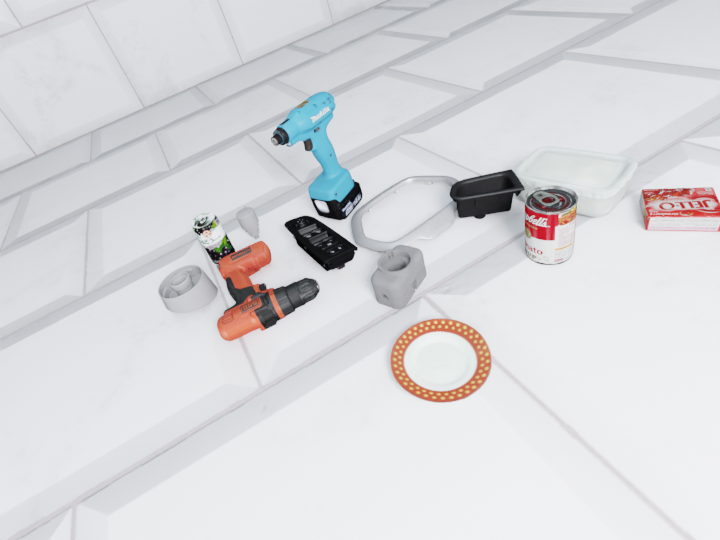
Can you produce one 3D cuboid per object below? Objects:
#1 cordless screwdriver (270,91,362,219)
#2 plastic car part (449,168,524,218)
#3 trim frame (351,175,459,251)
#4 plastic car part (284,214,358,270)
[{"bbox_3d":[-0.085,-0.208,0.842,0.078,0.238,0.158,16,50,35],"label":"cordless screwdriver"},{"bbox_3d":[0.219,-0.126,0.750,0.118,0.068,0.068,-12,39,10],"label":"plastic car part"},{"bbox_3d":[0.093,-0.117,0.827,0.245,0.026,0.195,-35,42,-17],"label":"trim frame"},{"bbox_3d":[-0.078,-0.051,0.798,0.065,0.064,0.215,-32,41,-15],"label":"plastic car part"}]
